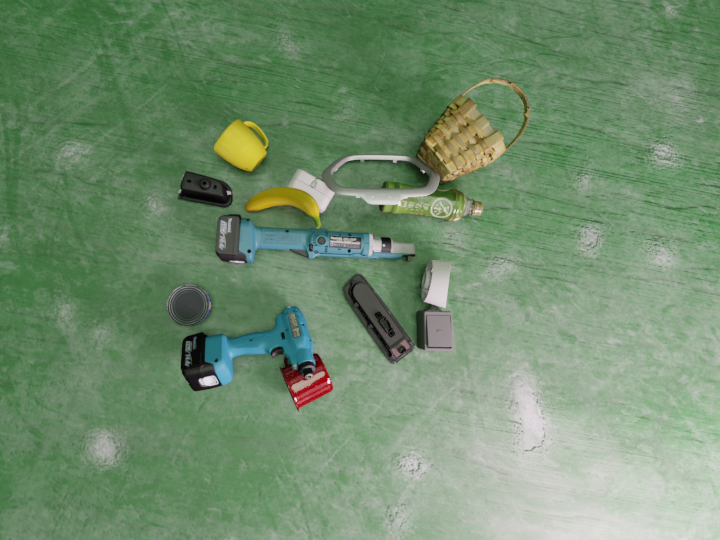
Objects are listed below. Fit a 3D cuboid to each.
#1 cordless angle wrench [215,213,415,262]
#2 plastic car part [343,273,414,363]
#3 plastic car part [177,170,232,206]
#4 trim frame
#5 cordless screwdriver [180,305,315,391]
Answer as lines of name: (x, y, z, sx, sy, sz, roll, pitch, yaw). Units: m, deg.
cordless angle wrench: (-0.088, -0.058, 0.901, 0.418, 0.074, 0.099, 3, 82, -6)
plastic car part: (0.035, 0.099, 0.890, 0.066, 0.066, 0.206, -35, 83, -3)
plastic car part: (-0.333, -0.178, 0.900, 0.117, 0.070, 0.066, 13, 83, -1)
trim frame: (0.042, -0.200, 0.900, 0.249, 0.027, 0.189, 1, 41, 0)
cordless screwdriver: (-0.213, 0.168, 0.817, 0.246, 0.071, 0.167, -17, 44, -8)
